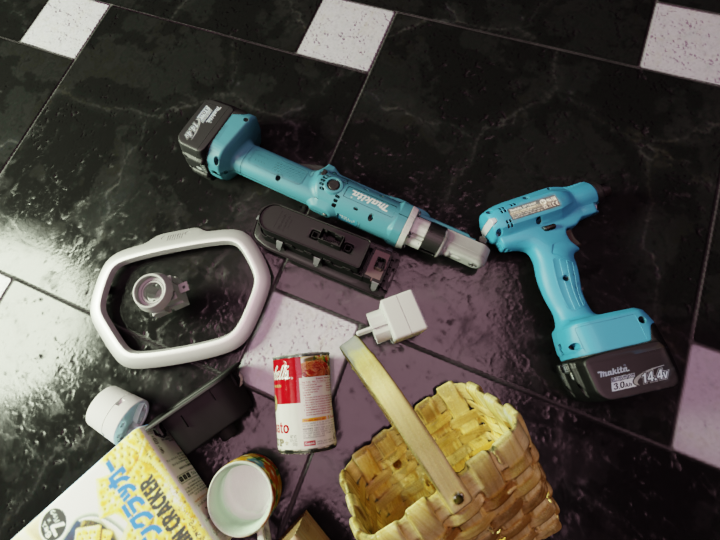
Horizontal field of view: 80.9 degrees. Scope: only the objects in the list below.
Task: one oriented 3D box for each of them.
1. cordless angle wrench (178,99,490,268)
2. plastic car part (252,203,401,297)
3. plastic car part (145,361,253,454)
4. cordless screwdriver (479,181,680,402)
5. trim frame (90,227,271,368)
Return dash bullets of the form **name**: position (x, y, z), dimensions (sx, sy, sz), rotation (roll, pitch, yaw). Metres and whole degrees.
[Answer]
- **cordless angle wrench**: position (-0.037, -0.102, 0.559), dimensions (0.431, 0.073, 0.098), rotation (25, 69, 10)
- **plastic car part**: position (-0.053, -0.035, 0.545), dimensions (0.209, 0.065, 0.066), rotation (21, 79, 15)
- **plastic car part**: position (-0.179, 0.171, 0.501), dimensions (0.116, 0.066, 0.071), rotation (-30, 90, -7)
- **cordless screwdriver**: position (0.264, 0.013, 0.490), dimensions (0.159, 0.072, 0.257), rotation (-19, 69, -1)
- **trim frame**: position (-0.241, 0.030, 0.563), dimensions (0.250, 0.027, 0.188), rotation (-12, 73, 4)
